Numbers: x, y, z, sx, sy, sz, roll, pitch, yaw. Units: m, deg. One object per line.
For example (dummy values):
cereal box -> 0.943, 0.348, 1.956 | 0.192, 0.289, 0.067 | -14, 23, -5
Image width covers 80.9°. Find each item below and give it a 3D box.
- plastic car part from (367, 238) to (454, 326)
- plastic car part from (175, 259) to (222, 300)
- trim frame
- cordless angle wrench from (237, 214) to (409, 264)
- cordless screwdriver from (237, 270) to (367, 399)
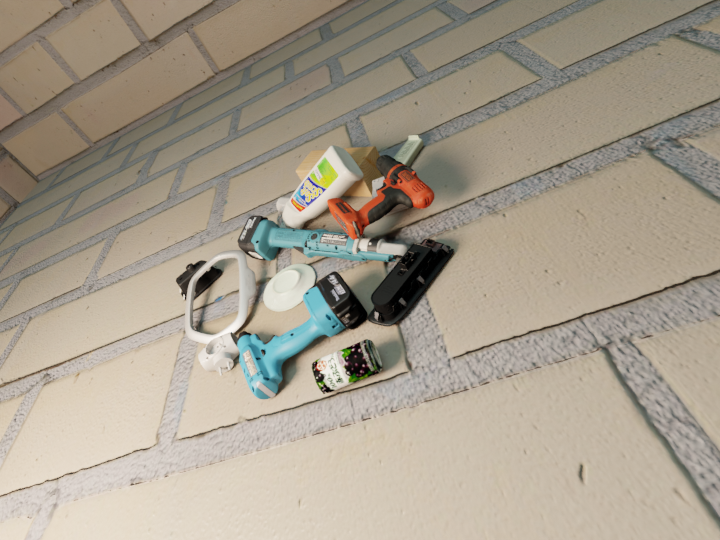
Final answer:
plastic car part -> 0.084, 0.013, 0.752 | 0.070, 0.063, 0.202 | 24, 67, 38
plastic car part -> -0.417, 0.016, 1.066 | 0.116, 0.067, 0.070 | -45, 41, -10
trim frame -> -0.323, 0.056, 0.968 | 0.187, 0.026, 0.259 | -24, 49, 13
cordless angle wrench -> -0.091, -0.059, 0.929 | 0.444, 0.070, 0.099 | 8, 66, 34
cordless screwdriver -> -0.121, 0.103, 0.785 | 0.248, 0.070, 0.168 | -40, 40, -3
